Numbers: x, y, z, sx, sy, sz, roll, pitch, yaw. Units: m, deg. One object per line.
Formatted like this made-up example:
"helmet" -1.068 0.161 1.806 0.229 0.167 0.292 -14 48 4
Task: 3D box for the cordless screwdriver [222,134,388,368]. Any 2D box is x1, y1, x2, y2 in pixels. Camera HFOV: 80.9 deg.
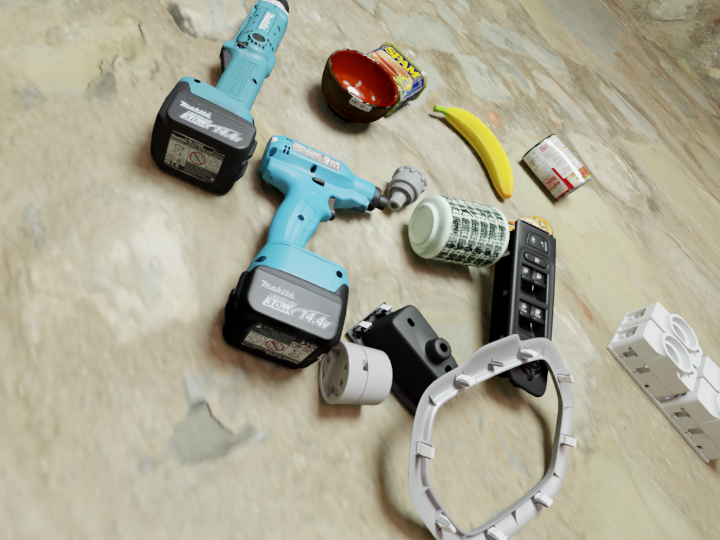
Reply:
"cordless screwdriver" -0.043 -0.028 0.435 0.154 0.075 0.255 19 49 -19

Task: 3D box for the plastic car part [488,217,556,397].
"plastic car part" 0.186 0.043 0.504 0.063 0.069 0.206 25 61 -27

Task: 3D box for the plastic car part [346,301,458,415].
"plastic car part" 0.055 0.081 0.418 0.064 0.071 0.119 -31 76 -39

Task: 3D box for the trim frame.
"trim frame" 0.139 0.156 0.401 0.239 0.028 0.184 -9 89 -31

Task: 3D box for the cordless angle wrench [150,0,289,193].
"cordless angle wrench" -0.143 -0.278 0.547 0.095 0.075 0.433 21 50 -18
